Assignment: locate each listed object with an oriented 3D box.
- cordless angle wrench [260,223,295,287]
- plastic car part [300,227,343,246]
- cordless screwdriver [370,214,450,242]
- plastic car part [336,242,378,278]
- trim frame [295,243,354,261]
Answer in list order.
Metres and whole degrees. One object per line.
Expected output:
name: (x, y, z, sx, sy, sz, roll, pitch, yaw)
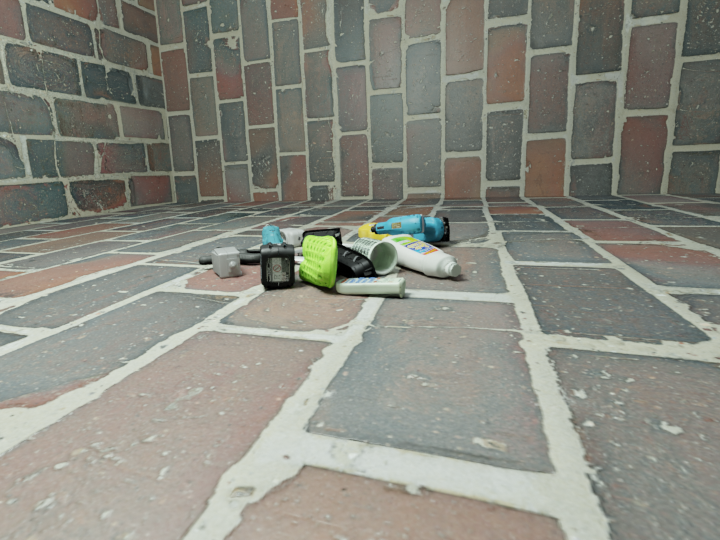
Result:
cordless angle wrench: (-0.227, -0.068, 1.097, 0.073, 0.096, 0.438, -2, 17, -14)
plastic car part: (-0.115, -0.075, 1.173, 0.120, 0.064, 0.071, -2, 27, 17)
cordless screwdriver: (0.154, -0.122, 1.246, 0.166, 0.074, 0.237, -4, -2, 36)
plastic car part: (-0.029, -0.015, 0.990, 0.065, 0.065, 0.213, -19, 20, -25)
trim frame: (-0.100, -0.049, 1.208, 0.239, 0.027, 0.194, -15, 19, -34)
